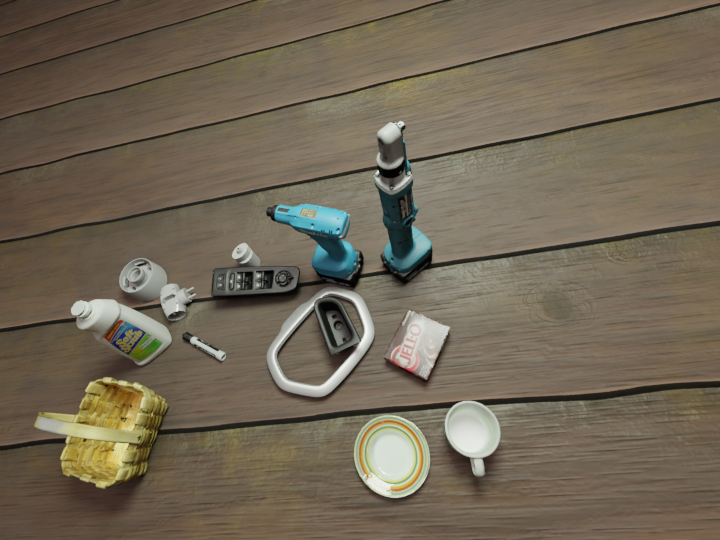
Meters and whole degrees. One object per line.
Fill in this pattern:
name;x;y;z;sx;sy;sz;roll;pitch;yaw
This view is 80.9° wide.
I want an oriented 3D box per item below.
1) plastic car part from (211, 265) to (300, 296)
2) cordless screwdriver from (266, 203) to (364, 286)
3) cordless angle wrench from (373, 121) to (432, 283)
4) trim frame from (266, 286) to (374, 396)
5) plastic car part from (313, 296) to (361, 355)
plastic car part;-0.230;0.030;0.952;0.207;0.064;0.068;-5;64;12
cordless screwdriver;-0.084;-0.055;0.855;0.165;0.238;0.075;14;69;18
cordless angle wrench;0.069;-0.102;0.741;0.097;0.405;0.078;-38;64;-8
trim frame;-0.083;0.143;0.877;0.193;0.026;0.247;34;77;27
plastic car part;-0.047;0.113;0.859;0.066;0.068;0.121;-26;61;0
